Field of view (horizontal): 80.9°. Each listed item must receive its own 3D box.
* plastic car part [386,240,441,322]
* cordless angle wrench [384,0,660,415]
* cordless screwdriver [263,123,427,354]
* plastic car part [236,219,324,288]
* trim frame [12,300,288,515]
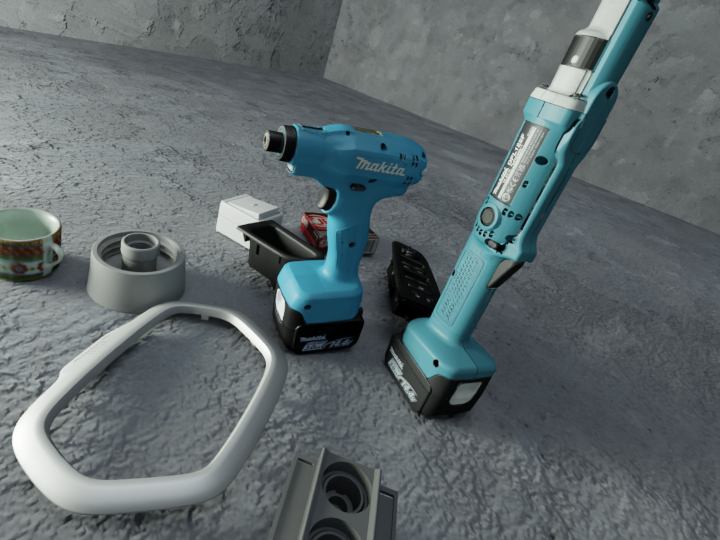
[{"bbox_3d":[0.070,0.020,0.607,0.066,0.066,0.207,15,28,-6],"label":"plastic car part"},{"bbox_3d":[0.136,-0.044,0.384,0.071,0.418,0.103,4,31,-28],"label":"cordless angle wrench"},{"bbox_3d":[-0.043,-0.028,0.441,0.153,0.245,0.078,4,31,-27],"label":"cordless screwdriver"},{"bbox_3d":[-0.109,-0.012,0.563,0.122,0.070,0.063,35,32,29],"label":"plastic car part"},{"bbox_3d":[-0.167,0.099,0.377,0.186,0.027,0.250,19,28,3],"label":"trim frame"}]
